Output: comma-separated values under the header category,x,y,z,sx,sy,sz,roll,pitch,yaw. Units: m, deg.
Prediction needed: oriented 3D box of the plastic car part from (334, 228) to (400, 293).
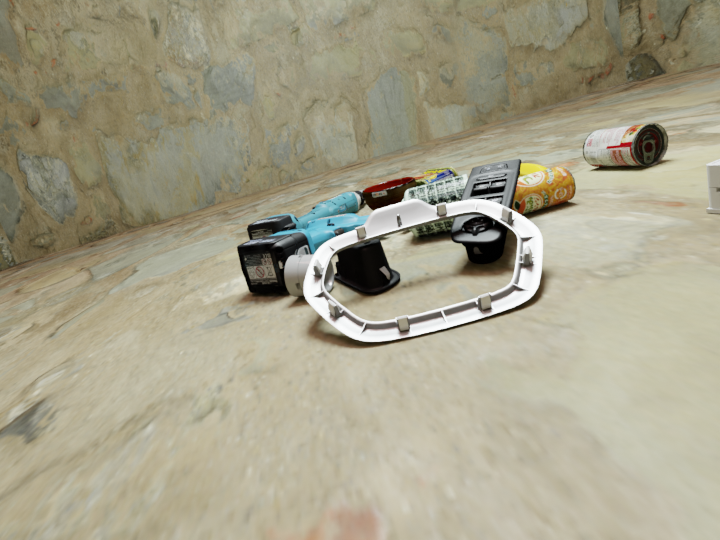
category,x,y,z,sx,sy,sz,roll,pitch,yaw
plastic car part,0.003,-0.019,0.541,0.065,0.069,0.121,-22,14,-17

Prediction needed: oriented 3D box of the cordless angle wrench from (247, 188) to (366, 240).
category,x,y,z,sx,sy,sz,roll,pitch,yaw
cordless angle wrench,-0.079,-0.128,0.948,0.102,0.073,0.413,-5,19,32

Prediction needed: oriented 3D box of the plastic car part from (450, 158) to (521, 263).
category,x,y,z,sx,sy,sz,roll,pitch,yaw
plastic car part,0.161,-0.074,0.539,0.069,0.064,0.202,2,34,26

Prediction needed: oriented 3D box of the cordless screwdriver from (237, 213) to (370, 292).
category,x,y,z,sx,sy,sz,roll,pitch,yaw
cordless screwdriver,-0.066,-0.043,0.674,0.166,0.073,0.243,-6,16,30

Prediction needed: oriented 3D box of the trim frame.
category,x,y,z,sx,sy,sz,roll,pitch,yaw
trim frame,0.059,-0.013,0.439,0.250,0.026,0.191,-17,40,5
